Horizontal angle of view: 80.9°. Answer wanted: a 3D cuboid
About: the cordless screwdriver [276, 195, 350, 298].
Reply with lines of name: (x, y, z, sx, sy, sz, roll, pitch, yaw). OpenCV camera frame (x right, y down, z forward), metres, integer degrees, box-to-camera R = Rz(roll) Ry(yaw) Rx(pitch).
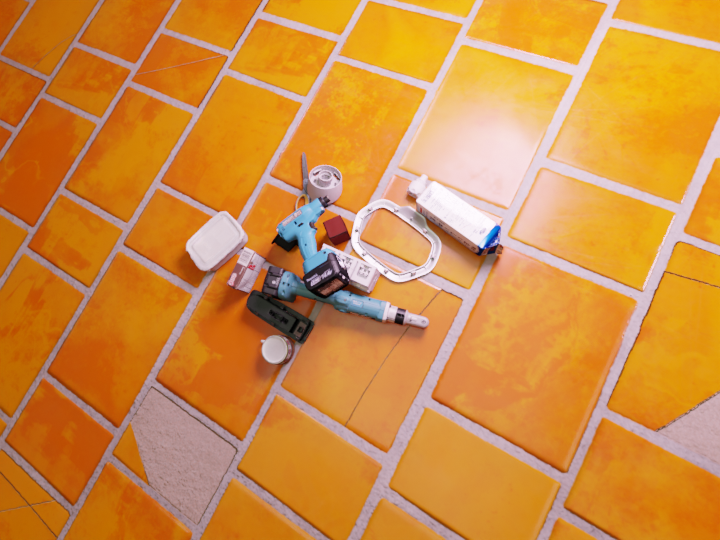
cordless screwdriver: (-0.101, -0.066, 1.037, 0.160, 0.070, 0.261, -37, 55, 10)

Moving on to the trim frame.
trim frame: (0.089, -0.083, 1.111, 0.258, 0.026, 0.184, 40, 87, 21)

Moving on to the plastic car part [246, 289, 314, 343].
plastic car part: (-0.227, 0.118, 1.121, 0.211, 0.064, 0.066, 28, 91, 21)

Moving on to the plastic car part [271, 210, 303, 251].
plastic car part: (-0.184, -0.100, 1.164, 0.072, 0.065, 0.117, 38, 104, 3)

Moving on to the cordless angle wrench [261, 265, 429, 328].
cordless angle wrench: (-0.040, 0.079, 1.071, 0.433, 0.095, 0.075, 14, 77, 13)
